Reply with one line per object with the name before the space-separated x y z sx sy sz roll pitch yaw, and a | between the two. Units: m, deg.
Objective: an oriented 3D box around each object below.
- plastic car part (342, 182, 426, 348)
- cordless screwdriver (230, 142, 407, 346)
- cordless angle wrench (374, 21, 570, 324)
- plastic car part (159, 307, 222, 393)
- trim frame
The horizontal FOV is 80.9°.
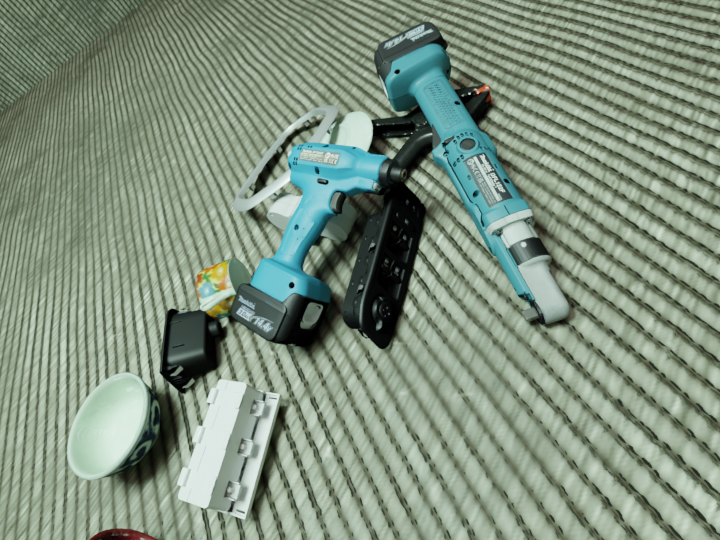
plastic car part | 0.023 -0.010 0.505 0.070 0.062 0.206 -9 55 34
cordless screwdriver | -0.049 -0.032 0.505 0.168 0.070 0.249 16 84 34
cordless angle wrench | 0.127 -0.135 0.505 0.099 0.071 0.439 -23 60 8
plastic car part | -0.224 0.093 0.575 0.071 0.063 0.121 -14 48 0
trim frame | -0.122 -0.186 0.690 0.192 0.026 0.250 -5 51 45
